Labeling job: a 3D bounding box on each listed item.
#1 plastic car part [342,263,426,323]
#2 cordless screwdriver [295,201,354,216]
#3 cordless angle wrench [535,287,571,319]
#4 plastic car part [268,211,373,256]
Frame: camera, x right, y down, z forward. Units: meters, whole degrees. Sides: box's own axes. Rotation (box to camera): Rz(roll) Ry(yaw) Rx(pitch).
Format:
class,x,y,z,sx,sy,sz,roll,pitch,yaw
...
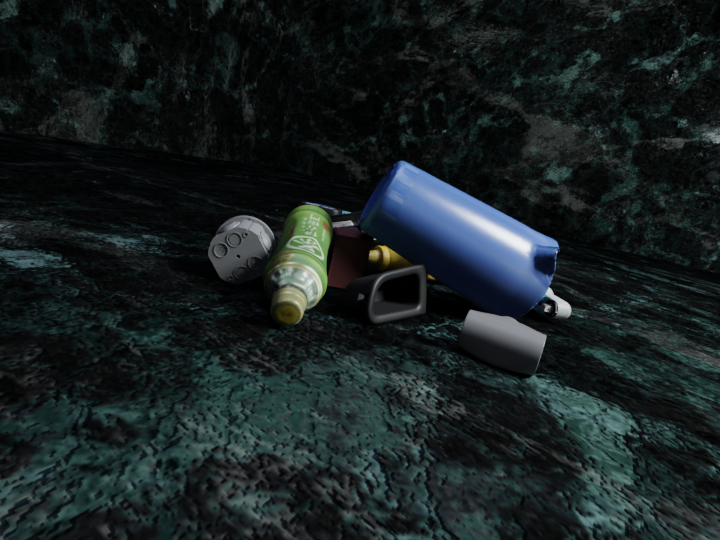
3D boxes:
class,x,y,z,sx,sy,sz,roll,pitch,yaw
plastic car part,0.023,0.027,0.529,0.111,0.066,0.074,-6,7,-43
cordless screwdriver,-0.088,-0.113,0.946,0.164,0.074,0.244,15,10,13
cordless angle wrench,0.249,-0.008,0.810,0.096,0.073,0.437,8,17,-15
plastic car part,-0.065,-0.042,0.662,0.199,0.064,0.070,-7,44,-14
